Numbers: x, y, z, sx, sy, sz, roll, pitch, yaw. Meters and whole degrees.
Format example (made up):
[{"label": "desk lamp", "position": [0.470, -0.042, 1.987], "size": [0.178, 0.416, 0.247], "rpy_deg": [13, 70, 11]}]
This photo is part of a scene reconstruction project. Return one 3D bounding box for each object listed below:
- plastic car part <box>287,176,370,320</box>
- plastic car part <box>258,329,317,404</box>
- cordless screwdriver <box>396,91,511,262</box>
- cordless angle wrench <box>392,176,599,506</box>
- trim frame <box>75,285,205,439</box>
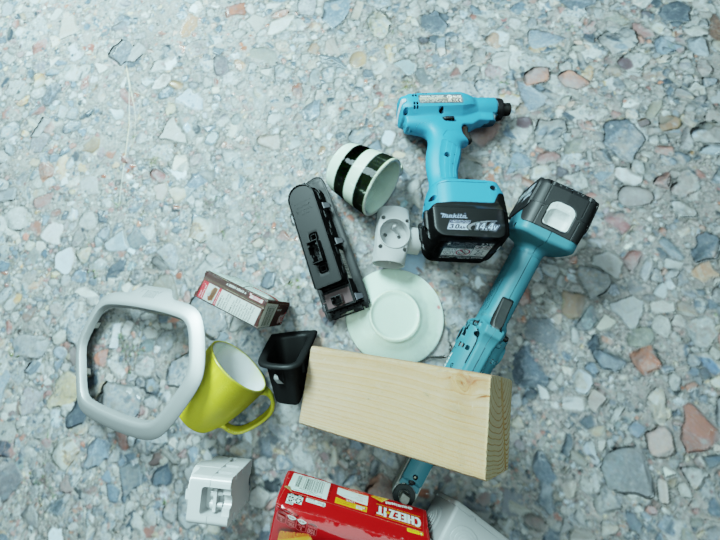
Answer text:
[{"label": "plastic car part", "position": [-0.056, -0.037, 0.577], "size": [0.068, 0.064, 0.208], "rpy_deg": [-26, 70, 23]}, {"label": "plastic car part", "position": [-0.088, 0.126, 0.527], "size": [0.066, 0.117, 0.070], "rpy_deg": [-8, 103, 3]}, {"label": "cordless screwdriver", "position": [0.141, -0.136, 0.558], "size": [0.159, 0.072, 0.255], "rpy_deg": [-3, 64, -2]}, {"label": "cordless angle wrench", "position": [0.148, 0.090, 0.519], "size": [0.076, 0.096, 0.423], "rpy_deg": [29, 86, 8]}, {"label": "trim frame", "position": [-0.293, 0.110, 0.550], "size": [0.260, 0.026, 0.186], "rpy_deg": [3, 76, 30]}]
